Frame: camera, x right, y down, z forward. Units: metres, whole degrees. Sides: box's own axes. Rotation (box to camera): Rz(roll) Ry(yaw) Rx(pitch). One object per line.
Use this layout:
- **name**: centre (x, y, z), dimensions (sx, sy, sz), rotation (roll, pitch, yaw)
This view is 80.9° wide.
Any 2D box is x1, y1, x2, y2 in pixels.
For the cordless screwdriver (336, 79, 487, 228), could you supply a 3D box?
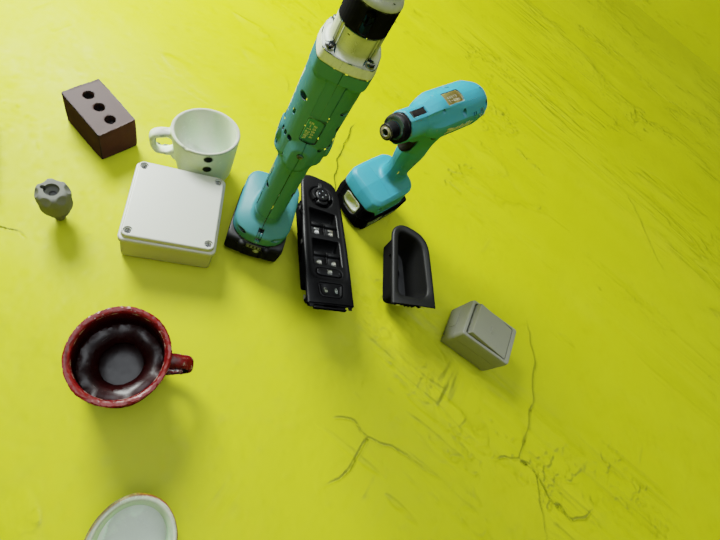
- **cordless screwdriver**: centre (0.039, -0.140, 0.562), dimensions (0.155, 0.251, 0.075), rotation (-30, 84, -33)

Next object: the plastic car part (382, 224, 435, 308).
- **plastic car part**: centre (0.057, 0.003, 0.604), dimensions (0.064, 0.071, 0.119), rotation (10, 62, -21)

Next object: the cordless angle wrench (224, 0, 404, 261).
- **cordless angle wrench**: centre (-0.054, -0.132, 0.413), dimensions (0.072, 0.427, 0.100), rotation (20, 61, -19)

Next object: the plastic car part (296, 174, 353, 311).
- **plastic car part**: centre (-0.057, -0.037, 0.578), dimensions (0.064, 0.067, 0.208), rotation (6, 63, -23)
